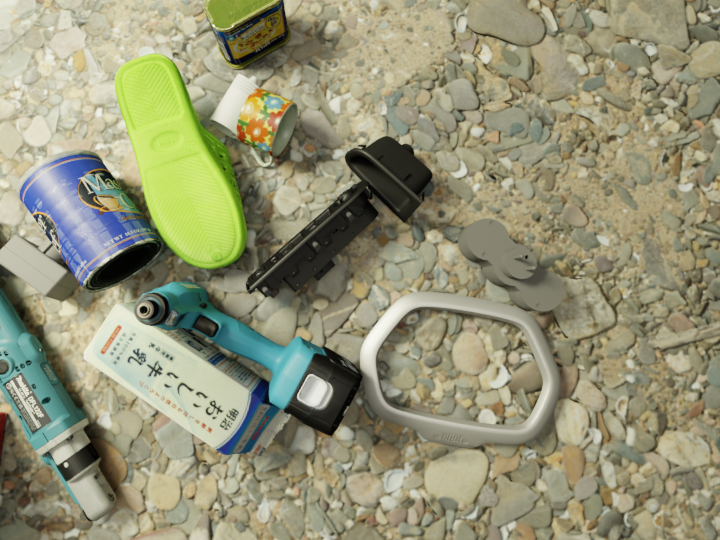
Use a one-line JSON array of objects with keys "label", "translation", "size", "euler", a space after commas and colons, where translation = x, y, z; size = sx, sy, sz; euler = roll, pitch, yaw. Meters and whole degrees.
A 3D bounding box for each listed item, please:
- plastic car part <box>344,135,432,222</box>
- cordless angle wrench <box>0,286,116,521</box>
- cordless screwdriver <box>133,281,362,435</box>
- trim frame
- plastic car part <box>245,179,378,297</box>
[{"label": "plastic car part", "translation": [0.045, -0.131, 0.543], "size": [0.070, 0.066, 0.118], "euler": [-39, 82, -20]}, {"label": "cordless angle wrench", "translation": [-0.419, 0.112, 0.514], "size": [0.098, 0.074, 0.426], "euler": [-35, 86, -4]}, {"label": "cordless screwdriver", "translation": [-0.122, 0.087, 0.466], "size": [0.250, 0.159, 0.074], "euler": [29, 85, 0]}, {"label": "trim frame", "translation": [0.122, 0.124, 0.524], "size": [0.248, 0.027, 0.185], "euler": [9, 83, 0]}, {"label": "plastic car part", "translation": [-0.052, -0.034, 0.527], "size": [0.066, 0.067, 0.202], "euler": [44, 86, -8]}]
